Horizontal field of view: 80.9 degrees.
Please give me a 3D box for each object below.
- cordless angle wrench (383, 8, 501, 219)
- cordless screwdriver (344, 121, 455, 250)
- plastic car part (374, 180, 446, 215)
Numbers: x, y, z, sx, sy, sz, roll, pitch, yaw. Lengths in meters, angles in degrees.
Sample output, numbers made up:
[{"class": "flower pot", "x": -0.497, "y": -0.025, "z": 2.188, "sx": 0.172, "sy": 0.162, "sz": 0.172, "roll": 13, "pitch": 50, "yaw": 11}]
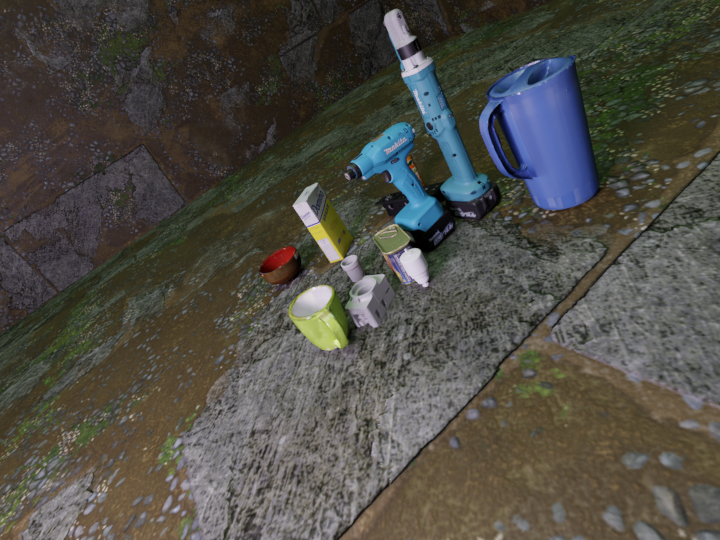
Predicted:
[{"class": "cordless angle wrench", "x": 0.150, "y": -0.289, "z": 0.811, "sx": 0.073, "sy": 0.407, "sz": 0.103, "roll": -39, "pitch": 25, "yaw": -18}, {"class": "cordless screwdriver", "x": 0.078, "y": -0.146, "z": 0.834, "sx": 0.158, "sy": 0.239, "sz": 0.078, "roll": -39, "pitch": 25, "yaw": -16}, {"class": "plastic car part", "x": 0.124, "y": -0.165, "z": 1.005, "sx": 0.213, "sy": 0.064, "sz": 0.066, "roll": 4, "pitch": 43, "yaw": 49}]
